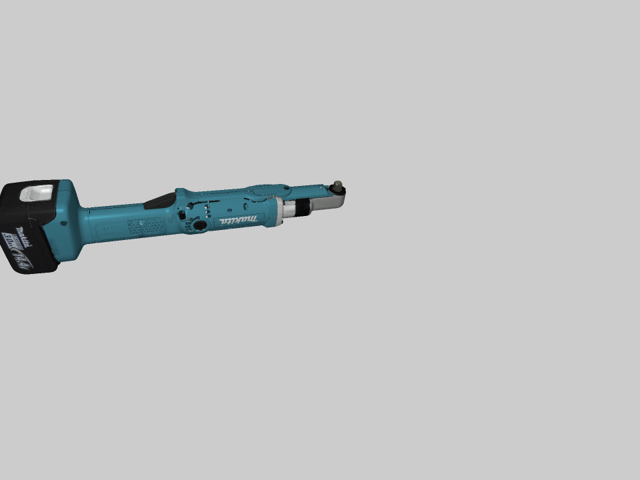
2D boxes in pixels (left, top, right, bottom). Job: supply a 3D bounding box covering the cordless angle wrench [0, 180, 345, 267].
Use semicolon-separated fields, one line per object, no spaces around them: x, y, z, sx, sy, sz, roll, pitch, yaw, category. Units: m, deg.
-0.164;-0.037;0.558;0.422;0.098;0.074;-7;45;-19;cordless angle wrench
